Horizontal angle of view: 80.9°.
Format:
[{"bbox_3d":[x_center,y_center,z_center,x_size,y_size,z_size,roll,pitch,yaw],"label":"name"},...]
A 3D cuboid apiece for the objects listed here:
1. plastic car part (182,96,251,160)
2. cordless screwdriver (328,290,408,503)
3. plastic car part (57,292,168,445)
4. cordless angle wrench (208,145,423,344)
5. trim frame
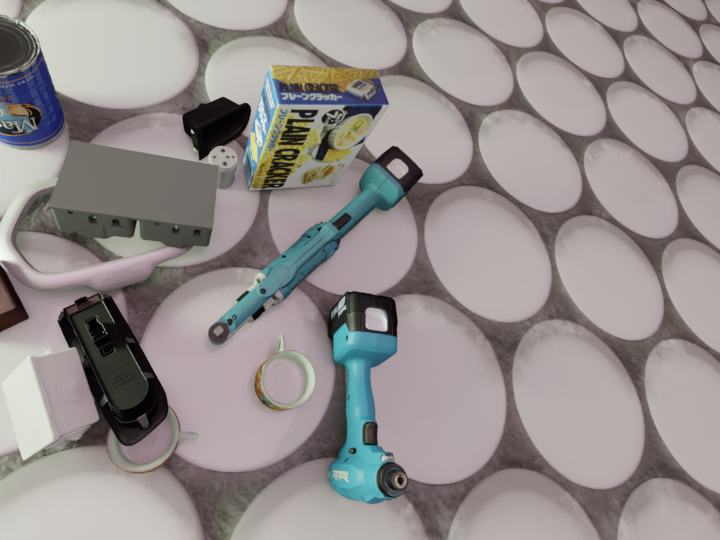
[{"bbox_3d":[-0.243,-0.246,0.691,0.073,0.065,0.115,33,56,12],"label":"plastic car part"},{"bbox_3d":[0.011,0.148,0.532,0.072,0.160,0.255,11,62,-19],"label":"cordless screwdriver"},{"bbox_3d":[-0.281,0.095,0.477,0.064,0.066,0.212,-24,57,-37],"label":"plastic car part"},{"bbox_3d":[-0.063,-0.041,0.643,0.075,0.098,0.418,45,64,1],"label":"cordless angle wrench"},{"bbox_3d":[-0.346,-0.061,0.573,0.240,0.027,0.190,-19,67,-31],"label":"trim frame"}]
